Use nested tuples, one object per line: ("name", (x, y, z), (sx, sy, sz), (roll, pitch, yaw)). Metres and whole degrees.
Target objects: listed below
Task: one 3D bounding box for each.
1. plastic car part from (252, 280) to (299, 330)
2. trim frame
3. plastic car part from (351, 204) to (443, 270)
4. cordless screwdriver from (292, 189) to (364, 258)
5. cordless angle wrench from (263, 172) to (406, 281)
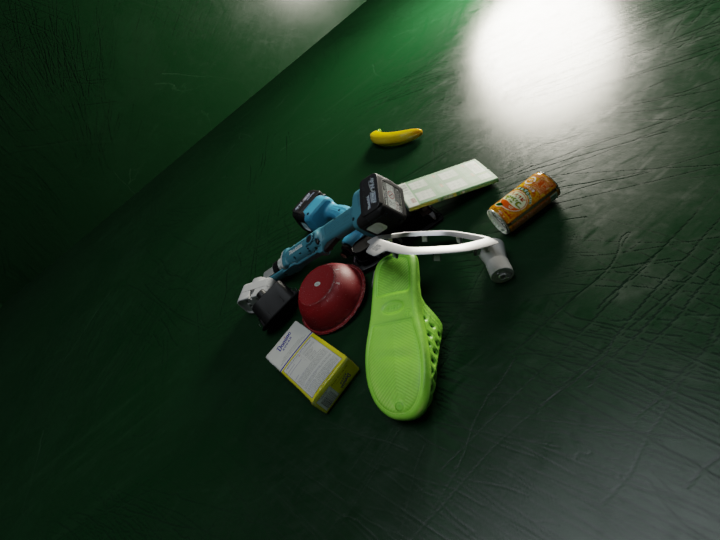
("plastic car part", (-0.188, 0.066, 0.906), (0.116, 0.072, 0.064), (-42, -11, -2))
("trim frame", (0.104, -0.043, 0.684), (0.181, 0.027, 0.256), (-6, 12, -12))
("plastic car part", (0.062, -0.073, 0.854), (0.204, 0.063, 0.070), (-38, 41, 8))
("cordless screwdriver", (-0.065, -0.112, 0.998), (0.263, 0.070, 0.159), (15, 63, 45))
("cordless angle wrench", (-0.088, -0.058, 0.902), (0.434, 0.070, 0.101), (-28, 52, 41))
